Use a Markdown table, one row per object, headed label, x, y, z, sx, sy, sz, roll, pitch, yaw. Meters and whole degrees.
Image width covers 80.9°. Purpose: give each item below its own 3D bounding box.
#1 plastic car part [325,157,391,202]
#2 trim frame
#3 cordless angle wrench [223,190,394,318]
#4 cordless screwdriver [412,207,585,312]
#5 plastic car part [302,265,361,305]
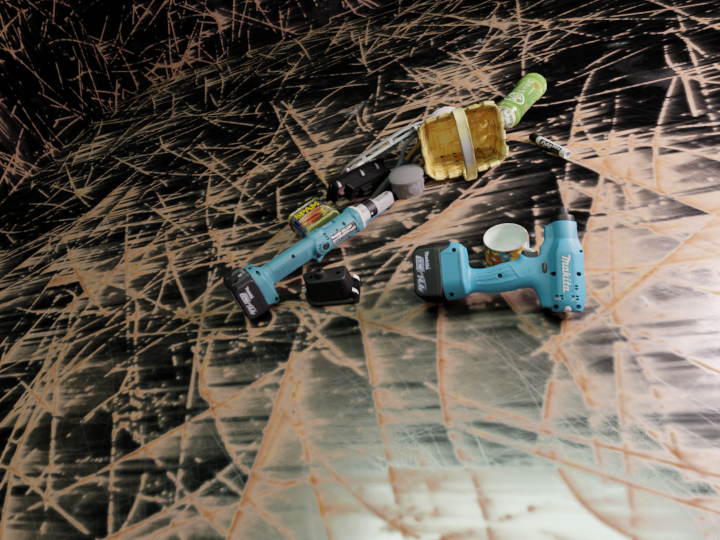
| label | x | y | z | sx | sy | sz | roll | pitch | yaw |
| --- | --- | --- | --- | --- | --- | --- | --- | --- | --- |
| plastic car part | 0.006 | -0.218 | 1.026 | 0.070 | 0.064 | 0.199 | 31 | 49 | 25 |
| trim frame | 0.056 | -0.306 | 1.072 | 0.252 | 0.027 | 0.182 | -30 | 7 | 18 |
| cordless angle wrench | -0.089 | -0.058 | 0.907 | 0.417 | 0.094 | 0.079 | -36 | 38 | -19 |
| cordless screwdriver | 0.214 | -0.018 | 0.681 | 0.258 | 0.071 | 0.161 | 0 | 79 | 24 |
| plastic car part | -0.063 | 0.023 | 0.818 | 0.119 | 0.068 | 0.067 | -7 | 41 | 15 |
